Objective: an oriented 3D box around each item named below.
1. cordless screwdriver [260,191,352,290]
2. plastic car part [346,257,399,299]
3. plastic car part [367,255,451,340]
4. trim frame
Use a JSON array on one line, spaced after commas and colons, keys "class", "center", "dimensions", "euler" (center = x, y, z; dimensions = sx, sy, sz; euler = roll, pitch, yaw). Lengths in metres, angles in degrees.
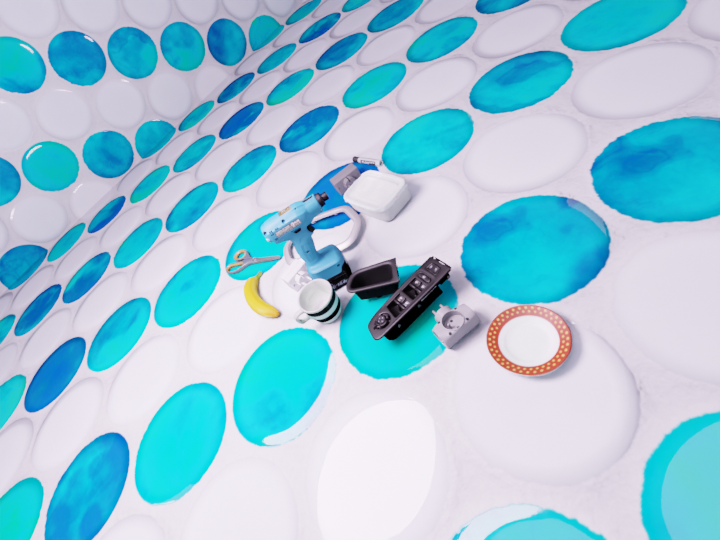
[{"class": "cordless screwdriver", "center": [-0.094, -0.061, 0.958], "dimensions": [0.160, 0.235, 0.078], "euler": [-31, 41, 8]}, {"class": "plastic car part", "center": [0.036, 0.030, 0.913], "dimensions": [0.119, 0.067, 0.068], "euler": [-19, 45, 21]}, {"class": "plastic car part", "center": [0.098, 0.065, 0.842], "dimensions": [0.202, 0.063, 0.070], "euler": [-42, 41, -3]}, {"class": "trim frame", "center": [-0.107, -0.091, 1.151], "dimensions": [0.255, 0.026, 0.189], "euler": [-17, 46, 23]}]
